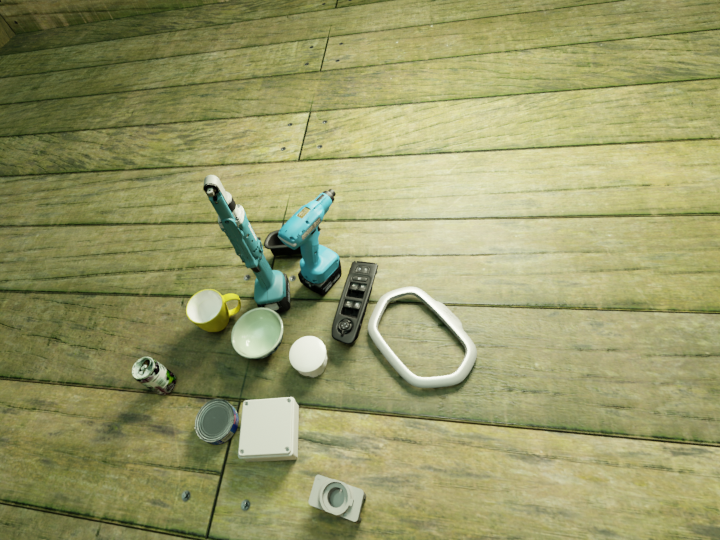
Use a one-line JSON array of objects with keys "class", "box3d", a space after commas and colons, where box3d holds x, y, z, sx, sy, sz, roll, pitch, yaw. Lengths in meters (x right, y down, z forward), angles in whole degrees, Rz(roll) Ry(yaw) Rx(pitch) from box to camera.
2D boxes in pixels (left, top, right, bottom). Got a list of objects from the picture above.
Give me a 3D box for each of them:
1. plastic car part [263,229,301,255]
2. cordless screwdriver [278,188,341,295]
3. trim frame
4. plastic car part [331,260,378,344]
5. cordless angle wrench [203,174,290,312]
[{"class": "plastic car part", "box3d": [-0.187, -0.067, 1.105, 0.118, 0.068, 0.068, -9, 54, 6]}, {"class": "cordless screwdriver", "box3d": [-0.095, -0.062, 0.974, 0.078, 0.238, 0.158, 29, 65, 26]}, {"class": "trim frame", "box3d": [0.129, 0.139, 0.911, 0.182, 0.026, 0.262, -35, 55, -12]}, {"class": "plastic car part", "box3d": [-0.013, 0.077, 0.964, 0.068, 0.064, 0.205, 9, 58, 17]}, {"class": "cordless angle wrench", "box3d": [-0.235, -0.045, 0.891, 0.075, 0.405, 0.101, -10, 55, 2]}]
